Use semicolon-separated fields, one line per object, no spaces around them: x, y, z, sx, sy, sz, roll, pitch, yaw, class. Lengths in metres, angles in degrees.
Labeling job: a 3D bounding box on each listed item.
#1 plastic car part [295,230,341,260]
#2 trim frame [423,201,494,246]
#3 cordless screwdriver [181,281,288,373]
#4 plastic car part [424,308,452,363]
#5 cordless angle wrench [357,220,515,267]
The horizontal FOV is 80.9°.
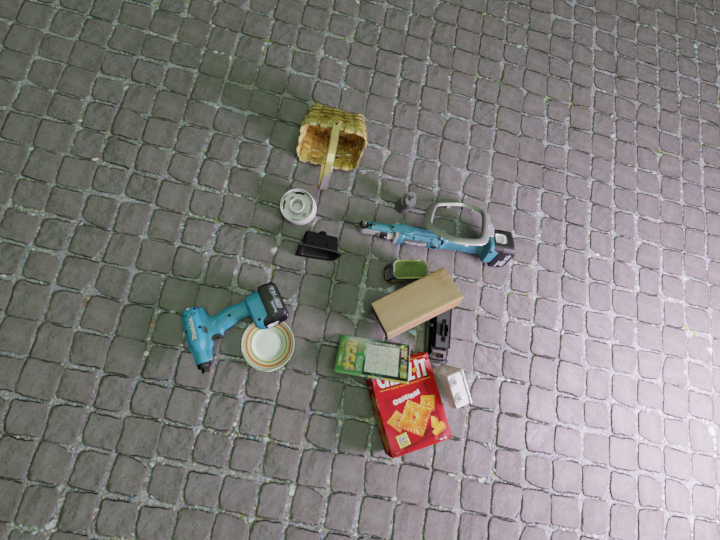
-0.110;-0.072;1.124;0.114;0.066;0.073;7;63;-13;plastic car part
0.268;-0.130;1.142;0.189;0.027;0.249;12;33;12;trim frame
-0.295;0.134;1.016;0.247;0.073;0.164;-20;72;-6;cordless screwdriver
0.211;0.141;1.124;0.066;0.066;0.206;6;73;-3;plastic car part
0.201;-0.088;1.164;0.421;0.096;0.076;9;60;-3;cordless angle wrench
